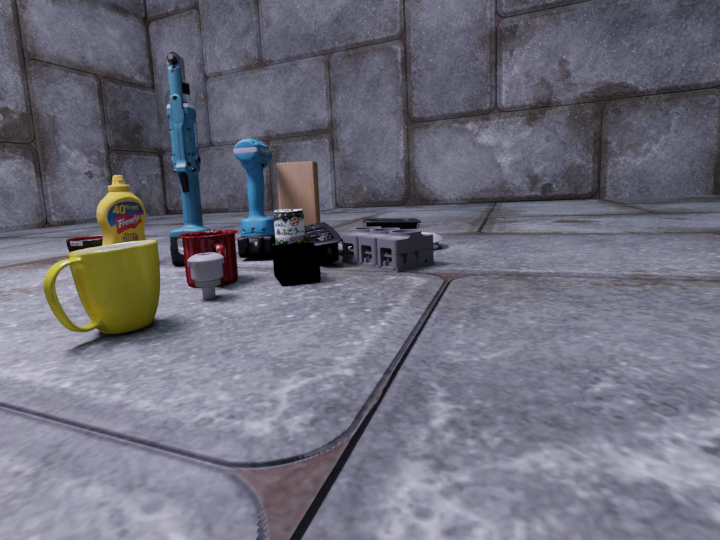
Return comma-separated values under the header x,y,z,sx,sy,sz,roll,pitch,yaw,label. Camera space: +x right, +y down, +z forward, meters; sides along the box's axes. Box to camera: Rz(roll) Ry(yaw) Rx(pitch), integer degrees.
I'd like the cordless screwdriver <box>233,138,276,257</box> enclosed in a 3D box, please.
x,y,z,sx,sy,sz,roll,pitch,yaw,label
-0.217,-0.154,0.917,0.075,0.246,0.159,-2,9,5,cordless screwdriver

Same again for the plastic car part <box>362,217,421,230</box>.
x,y,z,sx,sy,sz,roll,pitch,yaw,label
0.063,-0.076,0.896,0.116,0.070,0.067,-4,9,-3,plastic car part

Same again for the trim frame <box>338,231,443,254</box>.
x,y,z,sx,sy,sz,roll,pitch,yaw,label
0.057,-0.061,0.931,0.245,0.027,0.189,-5,11,-9,trim frame

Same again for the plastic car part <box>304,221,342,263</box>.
x,y,z,sx,sy,sz,roll,pitch,yaw,label
-0.081,-0.053,0.833,0.065,0.066,0.209,-5,11,-14,plastic car part

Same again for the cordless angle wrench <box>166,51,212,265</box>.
x,y,z,sx,sy,sz,roll,pitch,yaw,label
-0.358,-0.224,0.868,0.075,0.419,0.098,-2,8,1,cordless angle wrench
